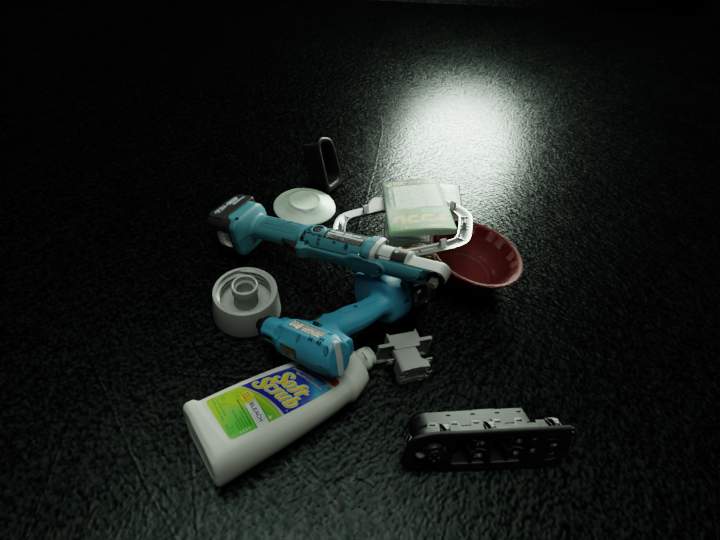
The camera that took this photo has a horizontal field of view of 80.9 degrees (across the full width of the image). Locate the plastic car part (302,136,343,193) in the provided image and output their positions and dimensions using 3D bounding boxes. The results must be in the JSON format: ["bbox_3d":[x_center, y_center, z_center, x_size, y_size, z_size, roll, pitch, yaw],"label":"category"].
[{"bbox_3d":[-0.092,-0.235,0.927,0.074,0.112,0.065,4,35,33],"label":"plastic car part"}]

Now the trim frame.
[{"bbox_3d":[0.073,-0.082,0.736,0.246,0.026,0.192,-13,37,-6],"label":"trim frame"}]

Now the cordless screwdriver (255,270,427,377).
[{"bbox_3d":[-0.022,0.056,0.622,0.168,0.072,0.242,13,31,41],"label":"cordless screwdriver"}]

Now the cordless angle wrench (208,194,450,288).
[{"bbox_3d":[-0.066,-0.043,0.674,0.444,0.071,0.097,15,44,31],"label":"cordless angle wrench"}]

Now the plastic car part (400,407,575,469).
[{"bbox_3d":[0.146,0.201,0.517,0.201,0.064,0.070,-4,35,-8],"label":"plastic car part"}]
